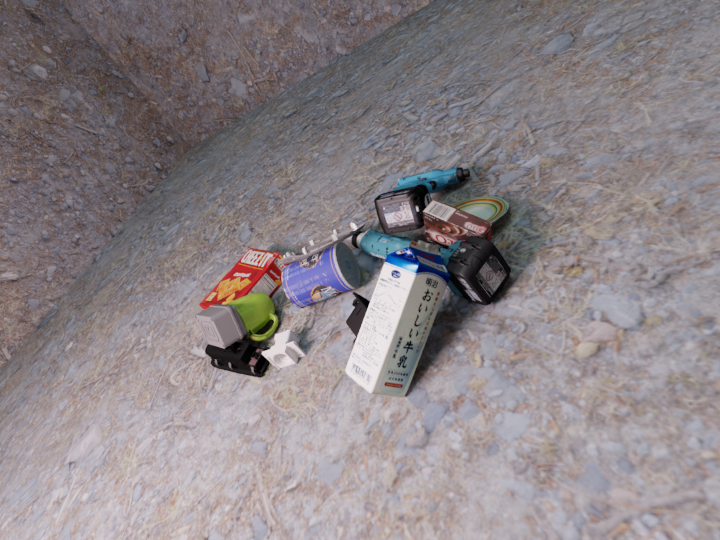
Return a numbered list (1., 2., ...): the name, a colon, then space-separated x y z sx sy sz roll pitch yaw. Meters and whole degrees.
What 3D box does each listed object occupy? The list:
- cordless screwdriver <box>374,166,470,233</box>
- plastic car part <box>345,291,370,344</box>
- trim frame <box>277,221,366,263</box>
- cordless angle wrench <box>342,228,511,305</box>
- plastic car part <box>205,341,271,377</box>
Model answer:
1. cordless screwdriver: 0.133 -0.160 0.876 0.165 0.072 0.246 -10 22 27
2. plastic car part: 0.013 0.104 0.755 0.071 0.062 0.122 -51 35 10
3. trim frame: -0.091 -0.060 0.933 0.180 0.027 0.257 -33 13 -31
4. cordless angle wrench: 0.081 -0.037 0.824 0.074 0.093 0.445 -50 32 -12
5. plastic car part: -0.281 0.187 0.935 0.212 0.063 0.067 -6 52 43
